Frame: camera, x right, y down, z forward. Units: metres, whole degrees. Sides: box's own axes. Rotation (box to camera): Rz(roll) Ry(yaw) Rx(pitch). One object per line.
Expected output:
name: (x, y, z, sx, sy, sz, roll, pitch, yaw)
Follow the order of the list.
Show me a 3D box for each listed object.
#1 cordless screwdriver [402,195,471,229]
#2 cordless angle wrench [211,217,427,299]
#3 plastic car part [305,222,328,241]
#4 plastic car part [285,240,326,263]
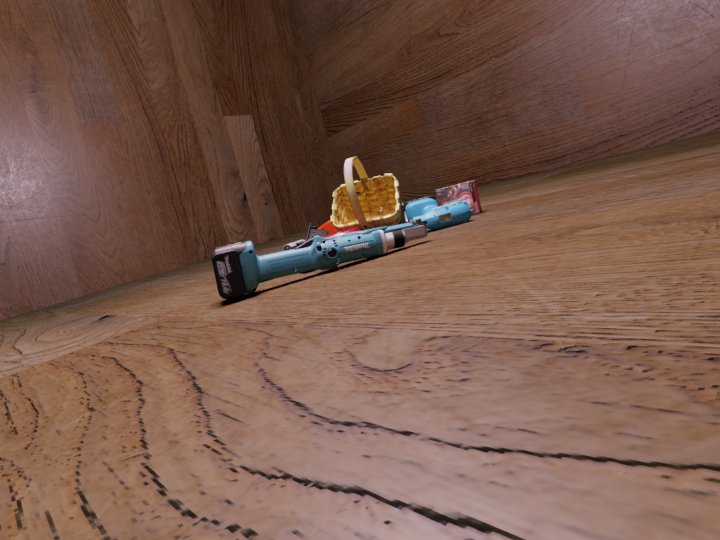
cordless screwdriver: (0.165, -0.143, 1.109, 0.158, 0.073, 0.254, -16, 12, -5)
cordless angle wrench: (-0.063, -0.035, 0.803, 0.415, 0.097, 0.076, -13, 5, -14)
plastic car part: (-0.112, -0.073, 1.141, 0.071, 0.064, 0.120, -2, 34, 0)
plastic car part: (-0.134, -0.032, 0.959, 0.065, 0.066, 0.209, -25, 9, -19)
